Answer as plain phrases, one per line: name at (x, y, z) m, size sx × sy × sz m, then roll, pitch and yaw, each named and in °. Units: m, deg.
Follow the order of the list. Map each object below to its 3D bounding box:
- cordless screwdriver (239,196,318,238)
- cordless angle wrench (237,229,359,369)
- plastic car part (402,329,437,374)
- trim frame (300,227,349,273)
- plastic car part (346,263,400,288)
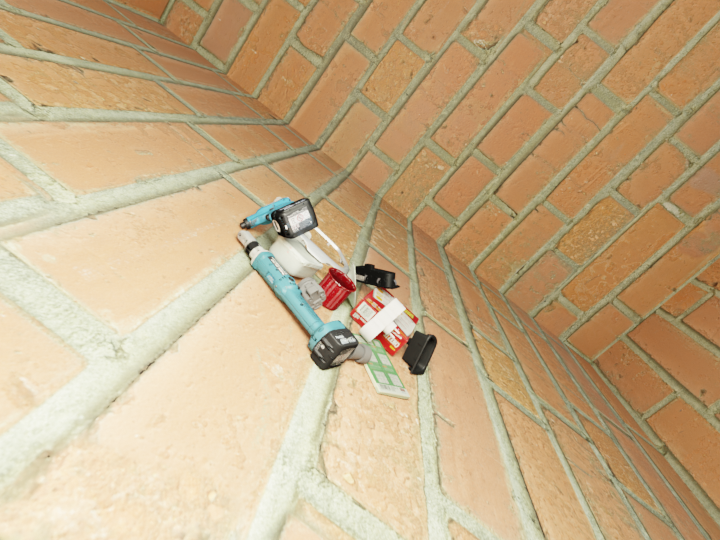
cordless screwdriver at (-0.219, -0.135, 1.100) m, size 0.260 × 0.156 × 0.072 m, roll 25°, pitch -41°, yaw 61°
cordless angle wrench at (-0.175, 0.042, 0.994) m, size 0.443 × 0.074 × 0.093 m, roll 46°, pitch 19°, yaw 28°
plastic car part at (0.155, 0.216, 1.154) m, size 0.075 × 0.116 × 0.062 m, roll 24°, pitch 3°, yaw 42°
trim frame at (-0.122, -0.080, 1.251) m, size 0.242 × 0.028 × 0.187 m, roll 44°, pitch 15°, yaw -14°
plastic car part at (0.041, 0.016, 1.306) m, size 0.063 × 0.067 × 0.214 m, roll 6°, pitch 9°, yaw -42°
